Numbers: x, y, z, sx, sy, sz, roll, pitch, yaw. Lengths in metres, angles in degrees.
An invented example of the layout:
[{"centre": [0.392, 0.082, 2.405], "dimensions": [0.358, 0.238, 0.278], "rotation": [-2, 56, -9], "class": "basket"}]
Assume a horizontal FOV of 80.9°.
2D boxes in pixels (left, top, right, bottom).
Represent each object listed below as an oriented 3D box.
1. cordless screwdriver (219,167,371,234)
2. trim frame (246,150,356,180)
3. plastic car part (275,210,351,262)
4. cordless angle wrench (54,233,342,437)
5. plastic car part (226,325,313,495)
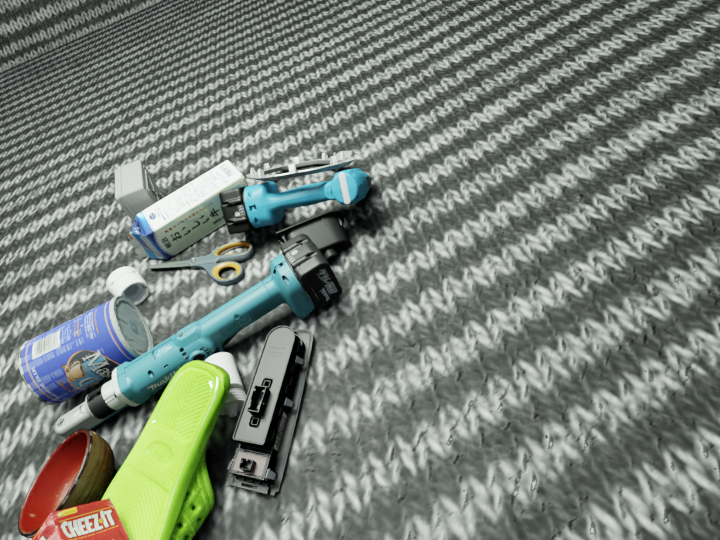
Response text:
[{"centre": [-0.104, -0.127, 0.726], "dimensions": [0.255, 0.073, 0.158], "rotation": [-9, 13, 17], "class": "cordless screwdriver"}, {"centre": [-0.108, -0.187, 0.750], "dimensions": [0.180, 0.027, 0.259], "rotation": [-16, 18, -18], "class": "trim frame"}, {"centre": [-0.066, -0.043, 0.672], "dimensions": [0.116, 0.064, 0.074], "rotation": [-21, 63, -6], "class": "plastic car part"}, {"centre": [-0.226, 0.101, 0.583], "dimensions": [0.421, 0.093, 0.078], "rotation": [-33, 48, -5], "class": "cordless angle wrench"}, {"centre": [-0.112, 0.152, 0.522], "dimensions": [0.068, 0.064, 0.206], "rotation": [-5, 47, 22], "class": "plastic car part"}]
